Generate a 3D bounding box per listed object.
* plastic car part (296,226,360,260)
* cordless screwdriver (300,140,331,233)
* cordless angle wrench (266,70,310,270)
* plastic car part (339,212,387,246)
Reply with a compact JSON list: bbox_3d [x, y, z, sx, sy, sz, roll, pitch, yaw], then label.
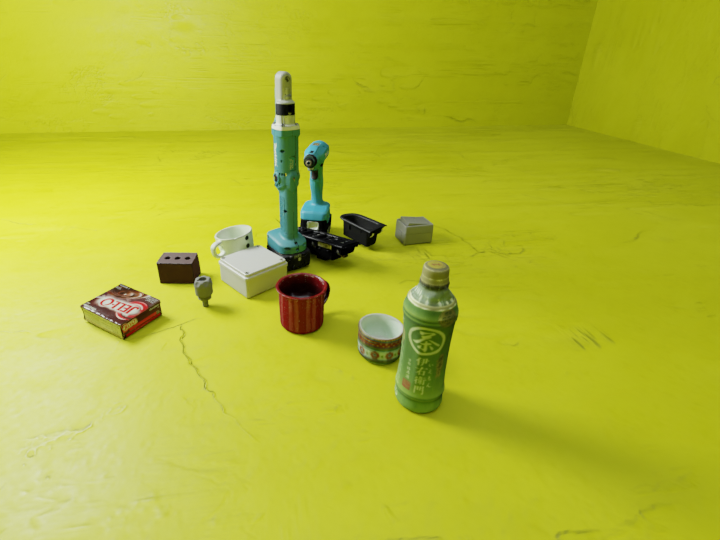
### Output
[{"bbox_3d":[-0.100,-0.066,1.026,0.214,0.065,0.064,23,33,35],"label":"plastic car part"},{"bbox_3d":[-0.118,-0.197,1.085,0.075,0.243,0.161,5,27,4],"label":"cordless screwdriver"},{"bbox_3d":[-0.160,-0.202,0.912,0.072,0.413,0.104,-15,31,-33],"label":"cordless angle wrench"},{"bbox_3d":[0.000,-0.099,1.088,0.123,0.069,0.064,25,35,38],"label":"plastic car part"}]
